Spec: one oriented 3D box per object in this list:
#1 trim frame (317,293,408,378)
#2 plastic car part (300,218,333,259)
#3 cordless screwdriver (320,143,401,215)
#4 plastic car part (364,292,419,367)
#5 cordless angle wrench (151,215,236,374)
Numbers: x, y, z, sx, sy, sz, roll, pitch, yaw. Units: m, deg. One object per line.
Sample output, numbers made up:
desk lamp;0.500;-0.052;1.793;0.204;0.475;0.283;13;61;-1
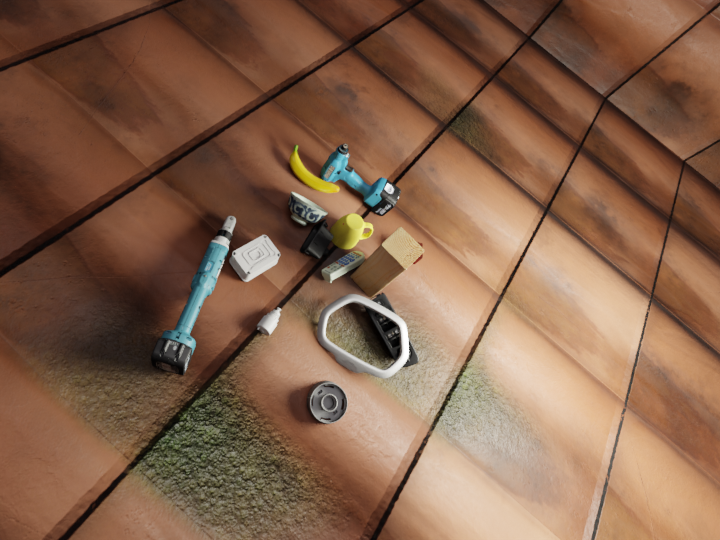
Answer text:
trim frame;0.007;0.169;1.096;0.252;0.027;0.184;27;74;7
plastic car part;-0.117;-0.077;1.200;0.068;0.068;0.117;36;59;-20
cordless screwdriver;0.008;-0.279;1.290;0.246;0.160;0.075;31;58;-7
plastic car part;0.082;0.165;1.136;0.066;0.065;0.209;-27;72;-7
cordless angle wrench;-0.380;0.032;1.024;0.073;0.098;0.431;18;55;-11
